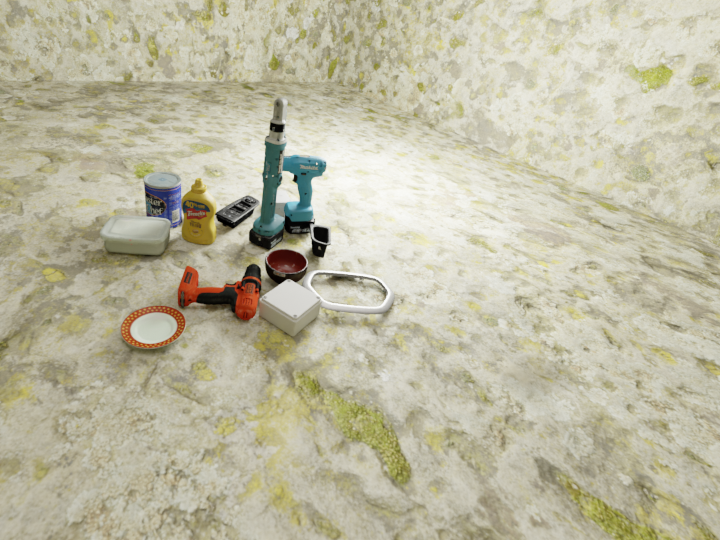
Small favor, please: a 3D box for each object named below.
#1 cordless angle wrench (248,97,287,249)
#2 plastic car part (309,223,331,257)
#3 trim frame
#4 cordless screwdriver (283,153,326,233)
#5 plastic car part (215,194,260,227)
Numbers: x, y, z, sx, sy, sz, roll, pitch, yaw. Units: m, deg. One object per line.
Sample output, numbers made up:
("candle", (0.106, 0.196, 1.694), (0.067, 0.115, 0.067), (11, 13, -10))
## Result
("cordless angle wrench", (-0.241, -0.257, 1.158), (0.077, 0.415, 0.097), (23, 34, 14))
("plastic car part", (-0.121, -0.079, 1.238), (0.065, 0.069, 0.120), (6, 34, -10))
("trim frame", (-0.030, 0.052, 1.106), (0.244, 0.027, 0.191), (3, 34, -10))
("cordless screwdriver", (-0.200, -0.235, 1.291), (0.155, 0.244, 0.077), (3, 34, -15))
("plastic car part", (-0.377, -0.179, 1.322), (0.067, 0.066, 0.203), (17, 34, 7))
